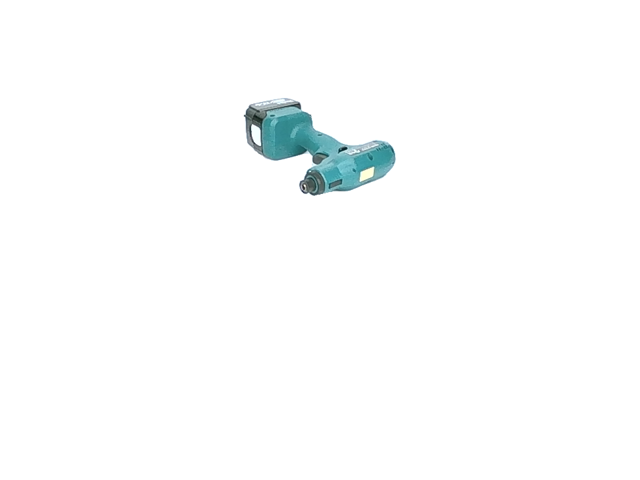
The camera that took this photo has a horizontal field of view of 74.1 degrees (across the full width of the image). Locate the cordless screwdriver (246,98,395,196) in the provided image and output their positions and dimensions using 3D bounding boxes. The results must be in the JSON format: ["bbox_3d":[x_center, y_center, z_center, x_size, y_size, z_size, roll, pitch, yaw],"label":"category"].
[{"bbox_3d":[-0.029,-0.139,0.641,0.158,0.074,0.250,-26,44,-34],"label":"cordless screwdriver"}]
